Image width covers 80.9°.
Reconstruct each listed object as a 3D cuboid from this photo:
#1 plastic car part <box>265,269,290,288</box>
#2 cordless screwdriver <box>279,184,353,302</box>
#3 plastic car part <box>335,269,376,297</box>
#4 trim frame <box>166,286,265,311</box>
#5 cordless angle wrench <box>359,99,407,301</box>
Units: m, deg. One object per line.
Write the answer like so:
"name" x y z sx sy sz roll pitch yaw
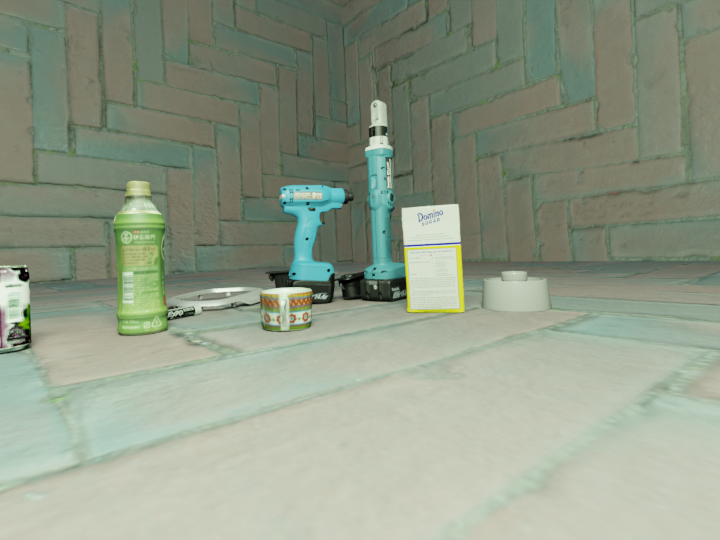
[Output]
"plastic car part" -0.152 0.030 0.976 0.120 0.071 0.064 -2 1 19
"cordless screwdriver" -0.088 -0.057 0.897 0.156 0.249 0.076 -2 -1 -14
"plastic car part" 0.011 0.026 0.965 0.069 0.067 0.194 -2 2 37
"trim frame" -0.310 0.060 0.928 0.189 0.027 0.242 -1 3 17
"cordless angle wrench" 0.045 -0.150 0.896 0.078 0.423 0.093 -3 -1 37
